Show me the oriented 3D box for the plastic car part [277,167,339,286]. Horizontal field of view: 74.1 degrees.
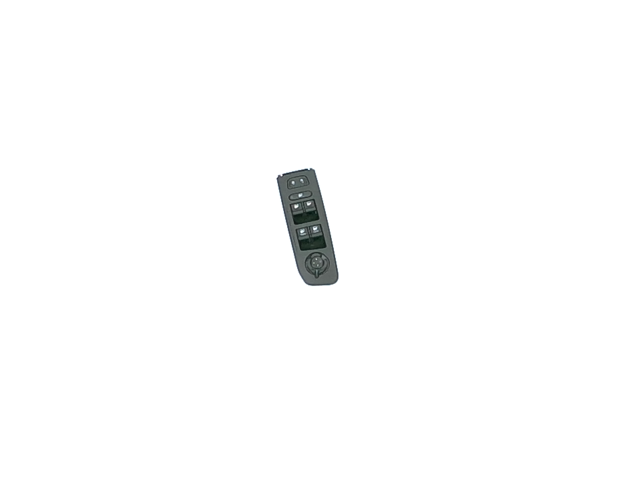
[{"bbox_3d":[-0.021,-0.016,0.704,0.066,0.202,0.067,-11,-18,-11],"label":"plastic car part"}]
